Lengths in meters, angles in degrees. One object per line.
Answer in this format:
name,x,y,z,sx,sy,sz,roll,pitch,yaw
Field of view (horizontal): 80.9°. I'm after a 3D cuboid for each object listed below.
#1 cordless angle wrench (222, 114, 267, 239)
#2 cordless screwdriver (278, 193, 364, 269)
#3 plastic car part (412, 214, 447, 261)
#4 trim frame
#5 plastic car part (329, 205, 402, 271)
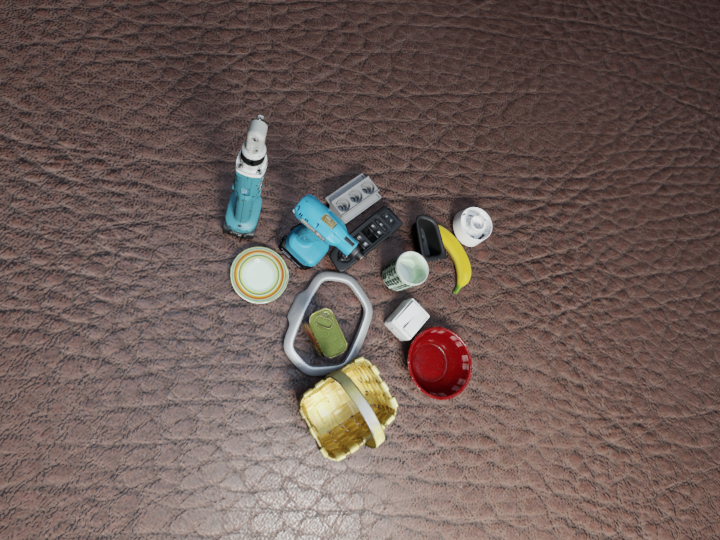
cordless angle wrench,-0.214,-0.160,0.803,0.073,0.427,0.099,15,74,-15
cordless screwdriver,-0.088,-0.057,0.898,0.159,0.251,0.074,43,69,-4
plastic car part,0.160,-0.075,1.058,0.064,0.071,0.118,-8,78,-18
trim frame,-0.074,0.119,0.970,0.182,0.028,0.250,26,70,-5
plastic car part,0.004,-0.072,1.021,0.201,0.067,0.066,-40,90,-20
